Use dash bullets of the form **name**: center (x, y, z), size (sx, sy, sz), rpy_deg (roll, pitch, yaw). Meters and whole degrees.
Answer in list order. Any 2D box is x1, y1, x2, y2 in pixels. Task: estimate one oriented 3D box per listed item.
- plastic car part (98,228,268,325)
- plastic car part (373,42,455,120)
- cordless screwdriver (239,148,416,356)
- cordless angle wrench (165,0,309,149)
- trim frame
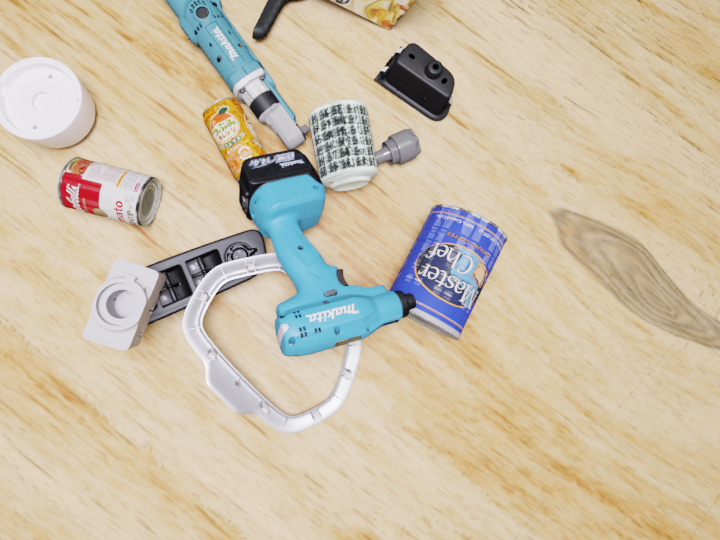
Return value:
- **plastic car part**: center (-0.212, 0.012, 0.539), size (0.201, 0.066, 0.067), rpy_deg (-25, 81, -10)
- **plastic car part**: center (0.087, -0.269, 0.586), size (0.117, 0.070, 0.066), rpy_deg (37, 84, 3)
- **cordless screwdriver**: center (-0.049, -0.032, 0.503), size (0.155, 0.073, 0.259), rpy_deg (-13, 61, -20)
- **cordless angle wrench**: center (-0.211, -0.340, 0.581), size (0.097, 0.074, 0.424), rpy_deg (-36, 89, -7)
- **trim frame**: center (-0.103, 0.093, 0.530), size (0.183, 0.028, 0.242), rpy_deg (-42, 104, -10)
